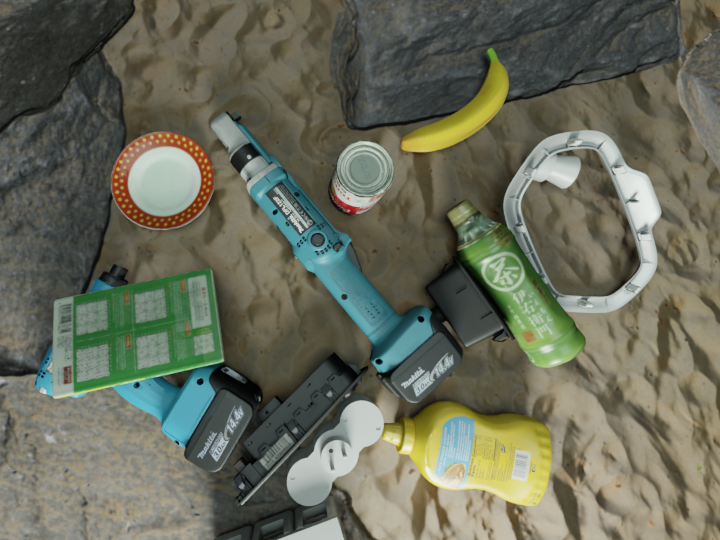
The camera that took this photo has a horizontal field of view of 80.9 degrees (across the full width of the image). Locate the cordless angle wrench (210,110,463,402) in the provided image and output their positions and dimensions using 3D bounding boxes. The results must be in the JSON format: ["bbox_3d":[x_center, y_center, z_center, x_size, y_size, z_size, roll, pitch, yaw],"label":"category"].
[{"bbox_3d":[-0.051,-0.034,0.526,0.097,0.074,0.428,-39,84,-8],"label":"cordless angle wrench"}]

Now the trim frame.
[{"bbox_3d":[0.289,-0.057,0.542,0.184,0.028,0.245,-26,97,0],"label":"trim frame"}]

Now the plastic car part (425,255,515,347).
[{"bbox_3d":[0.125,0.048,0.532,0.071,0.065,0.118,-37,84,6],"label":"plastic car part"}]

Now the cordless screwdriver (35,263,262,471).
[{"bbox_3d":[-0.232,0.108,0.494,0.251,0.073,0.159,25,82,4],"label":"cordless screwdriver"}]

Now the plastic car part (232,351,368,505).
[{"bbox_3d":[-0.075,0.171,0.499,0.202,0.064,0.069,-41,74,-8],"label":"plastic car part"}]
